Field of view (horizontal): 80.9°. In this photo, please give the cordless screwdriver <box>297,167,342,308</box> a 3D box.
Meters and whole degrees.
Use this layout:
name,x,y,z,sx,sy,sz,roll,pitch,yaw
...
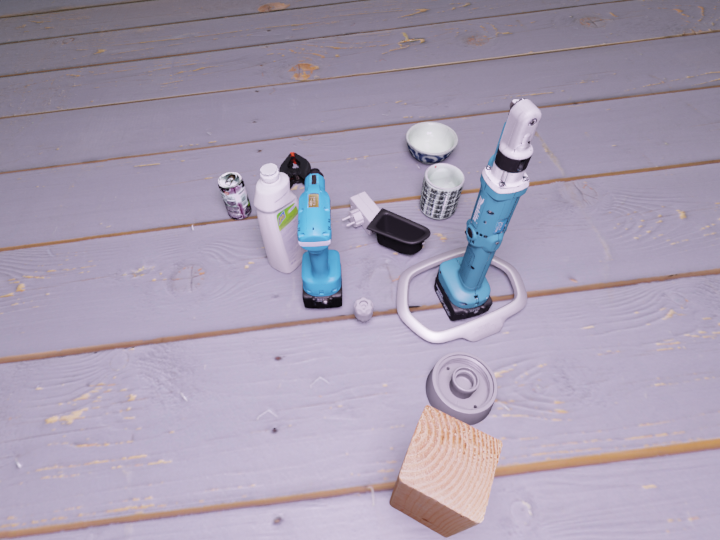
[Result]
name,x,y,z,sx,sy,sz,roll,pitch,yaw
cordless screwdriver,-0.074,-0.048,0.752,0.074,0.240,0.164,-2,54,-2

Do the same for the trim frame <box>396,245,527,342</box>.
name,x,y,z,sx,sy,sz,roll,pitch,yaw
trim frame,0.186,0.043,0.795,0.245,0.026,0.193,-21,55,-10

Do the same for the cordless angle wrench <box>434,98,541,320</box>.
name,x,y,z,sx,sy,sz,roll,pitch,yaw
cordless angle wrench,0.188,-0.063,0.636,0.073,0.409,0.102,-13,55,-10

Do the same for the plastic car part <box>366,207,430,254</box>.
name,x,y,z,sx,sy,sz,roll,pitch,yaw
plastic car part,0.078,-0.067,0.859,0.121,0.068,0.065,27,59,21
